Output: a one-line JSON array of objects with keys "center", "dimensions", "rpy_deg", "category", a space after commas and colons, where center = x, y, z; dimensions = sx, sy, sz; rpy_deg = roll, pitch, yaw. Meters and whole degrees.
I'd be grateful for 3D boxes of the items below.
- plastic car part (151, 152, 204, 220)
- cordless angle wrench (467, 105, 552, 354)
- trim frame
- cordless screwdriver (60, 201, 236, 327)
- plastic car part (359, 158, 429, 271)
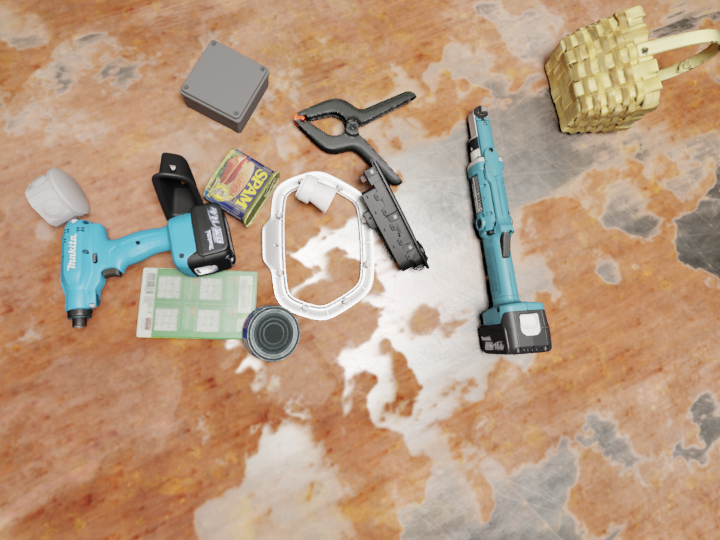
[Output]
[{"center": [-0.279, -0.136, 0.651], "dimensions": [0.065, 0.114, 0.073], "rpy_deg": [-7, 61, -11], "category": "plastic car part"}, {"center": [0.226, -0.079, 0.709], "dimensions": [0.073, 0.098, 0.429], "rpy_deg": [-3, 77, -10], "category": "cordless angle wrench"}, {"center": [-0.068, -0.045, 0.696], "dimensions": [0.182, 0.027, 0.250], "rpy_deg": [-1, 83, -6], "category": "trim frame"}, {"center": [-0.314, -0.011, 0.628], "dimensions": [0.247, 0.073, 0.163], "rpy_deg": [-9, 71, -5], "category": "cordless screwdriver"}, {"center": [0.049, -0.080, 0.687], "dimensions": [0.067, 0.067, 0.201], "rpy_deg": [-32, 95, 0], "category": "plastic car part"}]
